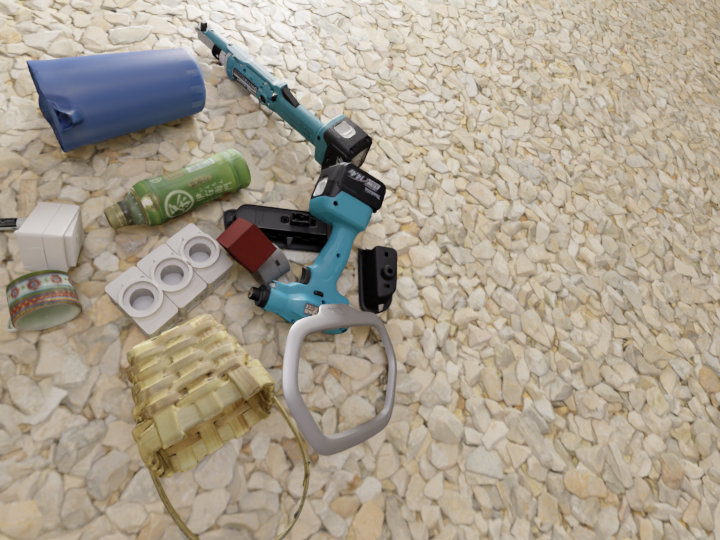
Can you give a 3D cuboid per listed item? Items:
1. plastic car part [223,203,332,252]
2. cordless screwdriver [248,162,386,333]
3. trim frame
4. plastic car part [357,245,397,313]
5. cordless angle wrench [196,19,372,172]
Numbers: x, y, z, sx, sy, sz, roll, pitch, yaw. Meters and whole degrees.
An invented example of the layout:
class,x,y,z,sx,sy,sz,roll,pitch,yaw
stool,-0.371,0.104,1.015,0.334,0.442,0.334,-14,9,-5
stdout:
class,x,y,z,sx,sy,sz,roll,pitch,yaw
plastic car part,-0.122,-0.071,0.690,0.199,0.067,0.067,4,73,-11
cordless screwdriver,-0.062,-0.040,0.632,0.152,0.077,0.250,21,80,-27
trim frame,-0.018,0.136,0.570,0.236,0.028,0.186,2,75,-51
plastic car part,0.035,0.007,0.688,0.065,0.071,0.119,8,60,-14
cordless angle wrench,-0.164,-0.333,0.796,0.433,0.097,0.073,43,60,12
